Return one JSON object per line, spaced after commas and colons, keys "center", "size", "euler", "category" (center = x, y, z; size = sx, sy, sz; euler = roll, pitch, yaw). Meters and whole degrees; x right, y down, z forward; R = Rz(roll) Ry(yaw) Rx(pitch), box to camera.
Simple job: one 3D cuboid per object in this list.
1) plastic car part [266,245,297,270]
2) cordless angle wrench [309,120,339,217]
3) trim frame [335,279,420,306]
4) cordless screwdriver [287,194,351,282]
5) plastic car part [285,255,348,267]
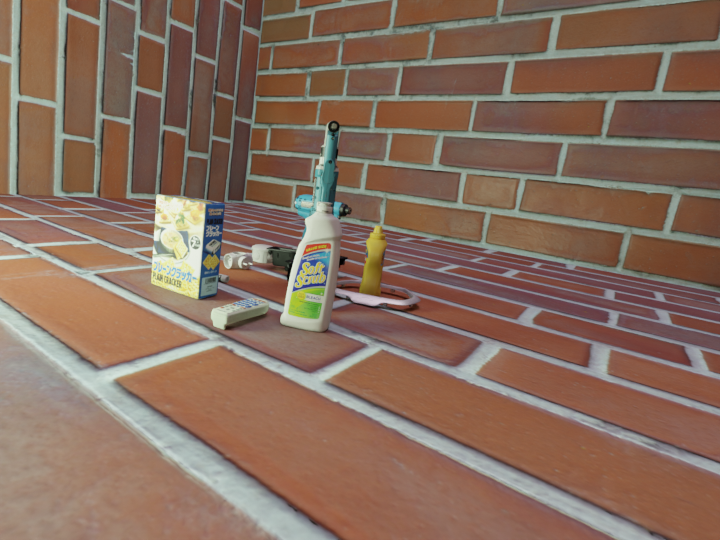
{"center": [-0.230, -0.035, 1.315], "size": [0.121, 0.070, 0.064], "euler": [11, 11, 20], "category": "plastic car part"}
{"center": [-0.089, -0.125, 0.967], "size": [0.073, 0.419, 0.101], "euler": [6, 9, -13], "category": "cordless angle wrench"}
{"center": [0.033, 0.060, 1.122], "size": [0.257, 0.027, 0.180], "euler": [11, 12, 17], "category": "trim frame"}
{"center": [-0.110, -0.072, 1.129], "size": [0.167, 0.247, 0.071], "euler": [13, 10, 28], "category": "cordless screwdriver"}
{"center": [-0.138, -0.015, 1.283], "size": [0.194, 0.066, 0.070], "euler": [-1, 13, -35], "category": "plastic car part"}
